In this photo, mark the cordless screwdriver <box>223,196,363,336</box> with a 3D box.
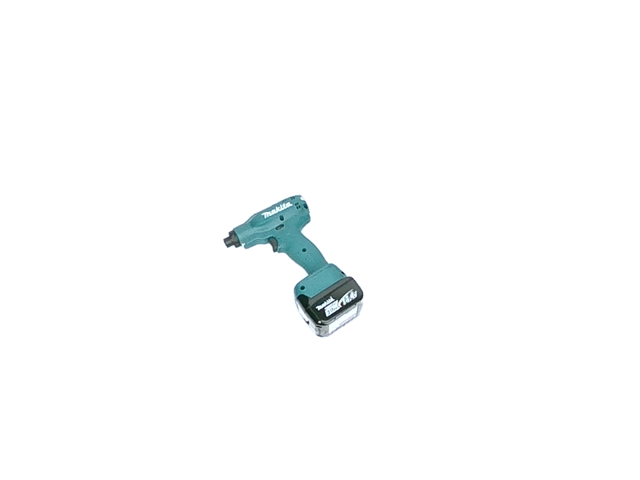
[{"bbox_3d":[-0.047,0.044,0.708,0.159,0.249,0.074,-27,-27,-13],"label":"cordless screwdriver"}]
